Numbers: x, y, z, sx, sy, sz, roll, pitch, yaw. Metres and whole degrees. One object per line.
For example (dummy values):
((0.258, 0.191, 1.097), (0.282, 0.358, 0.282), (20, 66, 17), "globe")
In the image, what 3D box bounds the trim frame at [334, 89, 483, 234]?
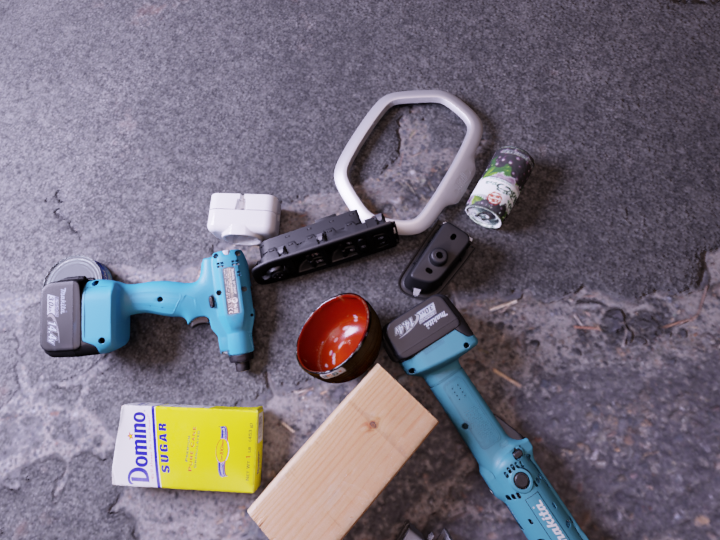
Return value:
((0.071, -0.164, 0.616), (0.190, 0.027, 0.248), (27, 76, 15), "trim frame")

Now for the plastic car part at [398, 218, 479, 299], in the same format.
((0.102, -0.016, 0.552), (0.068, 0.069, 0.116), (35, 77, 12), "plastic car part")

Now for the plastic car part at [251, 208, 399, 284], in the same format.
((-0.055, -0.036, 0.566), (0.204, 0.064, 0.069), (-21, 70, 5), "plastic car part")

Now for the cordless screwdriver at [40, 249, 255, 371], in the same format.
((-0.261, 0.068, 0.544), (0.245, 0.075, 0.160), (-9, 84, -10), "cordless screwdriver")

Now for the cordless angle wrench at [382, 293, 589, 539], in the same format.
((0.173, 0.228, 0.480), (0.097, 0.073, 0.433), (-32, 76, -5), "cordless angle wrench")
